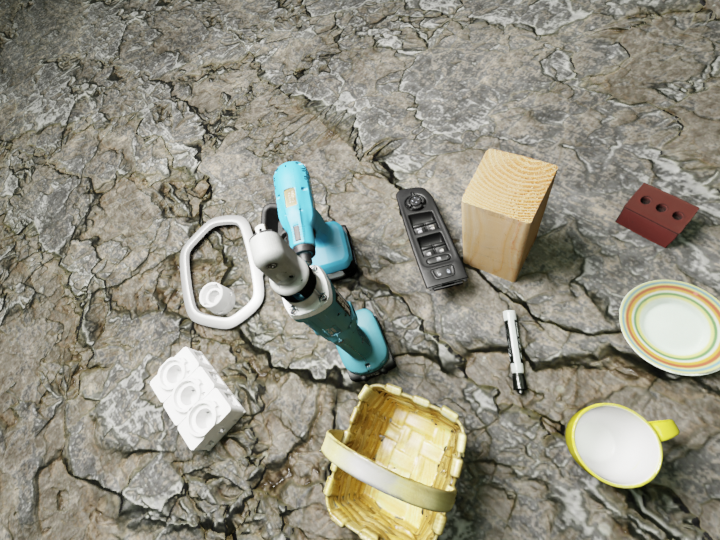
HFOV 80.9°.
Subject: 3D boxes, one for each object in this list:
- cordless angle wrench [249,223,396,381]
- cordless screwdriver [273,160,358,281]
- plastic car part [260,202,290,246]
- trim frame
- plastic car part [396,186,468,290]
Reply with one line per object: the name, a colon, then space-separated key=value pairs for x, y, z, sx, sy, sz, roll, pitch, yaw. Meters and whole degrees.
cordless angle wrench: x=-0.033 y=0.058 z=0.520 sx=0.075 sy=0.404 sz=0.102 roll=-23 pitch=64 yaw=4
cordless screwdriver: x=-0.066 y=-0.043 z=0.672 sx=0.075 sy=0.238 sz=0.164 roll=-16 pitch=64 yaw=8
plastic car part: x=-0.151 y=-0.065 z=0.808 sx=0.067 sy=0.068 sz=0.120 roll=-10 pitch=64 yaw=12
trim frame: x=-0.275 y=-0.002 z=0.843 sx=0.186 sy=0.026 sz=0.258 roll=-23 pitch=61 yaw=7
plastic car part: x=0.115 y=-0.055 z=0.717 sx=0.067 sy=0.064 sz=0.210 roll=-19 pitch=62 yaw=8
